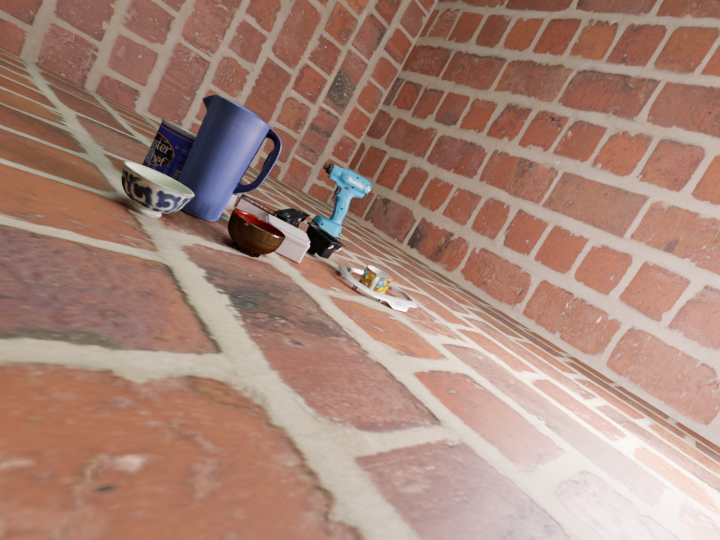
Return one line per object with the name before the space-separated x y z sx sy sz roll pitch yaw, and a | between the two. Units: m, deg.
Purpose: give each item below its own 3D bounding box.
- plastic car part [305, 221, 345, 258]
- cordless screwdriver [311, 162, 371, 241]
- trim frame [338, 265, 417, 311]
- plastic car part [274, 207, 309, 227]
plastic car part | -0.109 -0.072 1.119 0.123 0.071 0.062 35 11 35
cordless screwdriver | -0.091 -0.196 1.297 0.153 0.248 0.077 26 9 -21
trim frame | 0.043 0.044 1.077 0.235 0.027 0.195 20 13 -45
plastic car part | -0.213 -0.150 1.251 0.067 0.067 0.201 30 9 2
